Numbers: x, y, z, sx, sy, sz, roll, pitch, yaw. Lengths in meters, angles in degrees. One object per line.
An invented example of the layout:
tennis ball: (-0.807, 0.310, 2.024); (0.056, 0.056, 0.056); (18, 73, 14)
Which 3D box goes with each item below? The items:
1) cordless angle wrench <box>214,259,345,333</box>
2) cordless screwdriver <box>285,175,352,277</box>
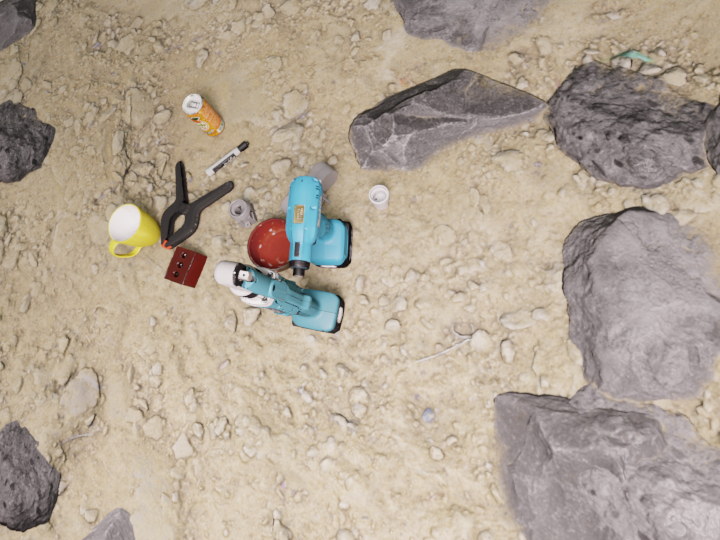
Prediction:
cordless angle wrench: (-0.113, 0.042, 0.650); (0.100, 0.408, 0.075); (9, 80, 12)
cordless screwdriver: (-0.074, -0.048, 0.753); (0.076, 0.240, 0.161); (1, 77, 11)
